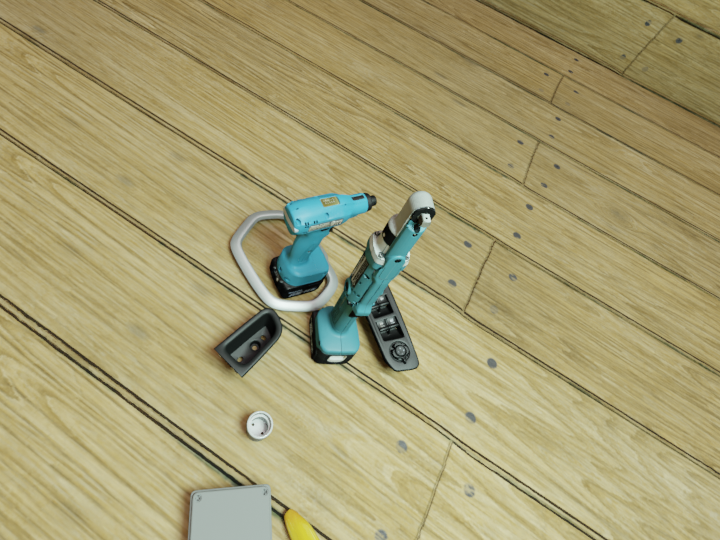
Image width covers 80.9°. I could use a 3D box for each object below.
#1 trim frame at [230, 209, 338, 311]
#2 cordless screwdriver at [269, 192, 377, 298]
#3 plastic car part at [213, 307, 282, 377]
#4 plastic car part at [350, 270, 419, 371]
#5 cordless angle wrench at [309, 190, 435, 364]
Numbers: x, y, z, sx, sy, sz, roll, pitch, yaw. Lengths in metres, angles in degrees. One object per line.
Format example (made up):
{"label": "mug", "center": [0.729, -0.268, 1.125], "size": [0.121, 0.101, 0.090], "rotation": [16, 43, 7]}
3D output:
{"label": "trim frame", "center": [-0.152, -0.023, 0.853], "size": [0.179, 0.027, 0.257], "rotation": [-27, 68, -29]}
{"label": "cordless screwdriver", "center": [-0.074, -0.048, 0.756], "size": [0.154, 0.247, 0.077], "rotation": [-16, 66, -27]}
{"label": "plastic car part", "center": [-0.183, 0.126, 0.717], "size": [0.067, 0.070, 0.115], "rotation": [41, 55, 10]}
{"label": "plastic car part", "center": [0.040, 0.099, 0.800], "size": [0.064, 0.066, 0.211], "rotation": [-12, 61, -25]}
{"label": "cordless angle wrench", "center": [0.005, 0.027, 0.621], "size": [0.072, 0.420, 0.101], "rotation": [5, 58, -18]}
